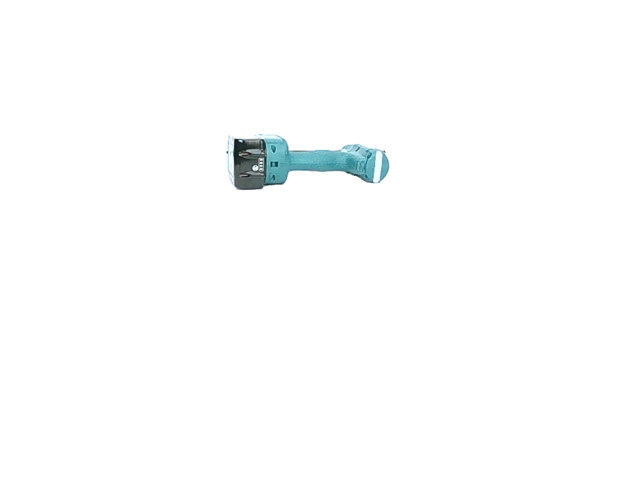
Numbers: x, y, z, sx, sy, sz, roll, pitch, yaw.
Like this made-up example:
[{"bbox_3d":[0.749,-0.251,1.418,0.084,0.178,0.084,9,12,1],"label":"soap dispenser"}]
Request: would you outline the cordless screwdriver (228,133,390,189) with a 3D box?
[{"bbox_3d":[-0.024,-0.137,0.702,0.248,0.074,0.159,-2,21,-13],"label":"cordless screwdriver"}]
